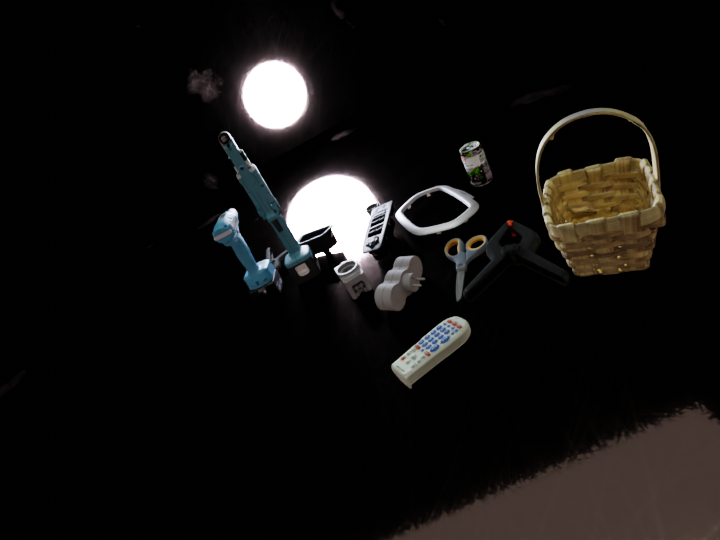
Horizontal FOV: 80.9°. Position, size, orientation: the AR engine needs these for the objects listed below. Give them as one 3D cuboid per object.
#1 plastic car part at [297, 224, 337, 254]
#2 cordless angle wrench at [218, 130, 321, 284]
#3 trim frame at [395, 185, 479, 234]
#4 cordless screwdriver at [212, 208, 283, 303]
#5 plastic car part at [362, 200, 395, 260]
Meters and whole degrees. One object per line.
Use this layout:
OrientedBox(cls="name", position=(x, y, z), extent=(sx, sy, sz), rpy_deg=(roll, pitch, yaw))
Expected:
OrientedBox(cls="plastic car part", position=(-0.115, -0.075, 1.177), extent=(0.120, 0.068, 0.066), rpy_deg=(-15, 29, 28))
OrientedBox(cls="cordless angle wrench", position=(-0.228, -0.153, 1.050), extent=(0.075, 0.407, 0.101), rpy_deg=(-27, 24, 4))
OrientedBox(cls="trim frame", position=(0.189, -0.153, 1.060), extent=(0.184, 0.026, 0.258), rpy_deg=(-30, 28, 0))
OrientedBox(cls="cordless screwdriver", position=(-0.295, -0.044, 1.115), extent=(0.075, 0.239, 0.164), rpy_deg=(-26, 25, 7))
OrientedBox(cls="plastic car part", position=(0.050, -0.093, 1.052), extent=(0.068, 0.064, 0.205), rpy_deg=(-16, 31, 26))
